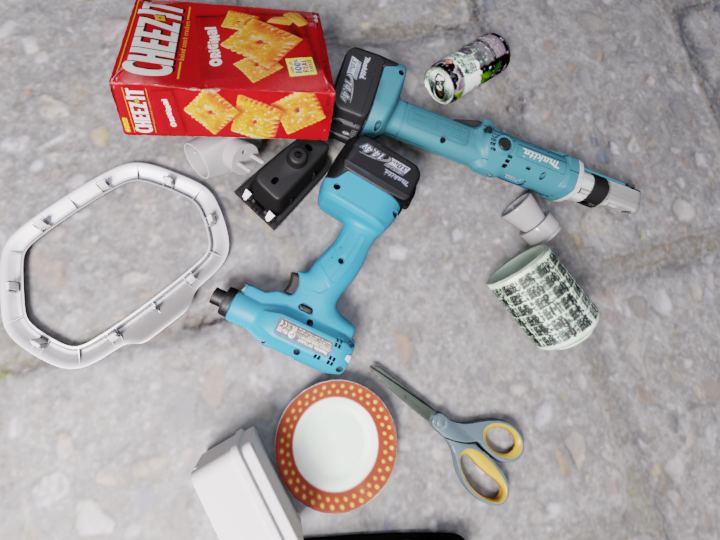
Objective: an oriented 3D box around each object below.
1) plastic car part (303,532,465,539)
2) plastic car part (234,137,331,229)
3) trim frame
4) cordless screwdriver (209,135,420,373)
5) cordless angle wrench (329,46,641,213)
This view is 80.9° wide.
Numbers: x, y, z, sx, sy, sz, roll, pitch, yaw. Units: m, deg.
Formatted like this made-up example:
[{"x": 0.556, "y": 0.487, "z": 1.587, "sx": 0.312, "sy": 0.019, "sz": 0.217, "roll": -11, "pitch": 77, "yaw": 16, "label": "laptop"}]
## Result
[{"x": 0.017, "y": 0.301, "z": 0.409, "sx": 0.200, "sy": 0.067, "sz": 0.067, "roll": -3, "pitch": 90, "yaw": -10, "label": "plastic car part"}, {"x": -0.080, "y": -0.113, "z": 0.481, "sx": 0.066, "sy": 0.071, "sz": 0.116, "roll": 43, "pitch": 78, "yaw": -4, "label": "plastic car part"}, {"x": -0.262, "y": -0.012, "z": 0.454, "sx": 0.246, "sy": 0.028, "sz": 0.185, "roll": -39, "pitch": 87, "yaw": -16, "label": "trim frame"}, {"x": -0.046, "y": -0.030, "z": 0.468, "sx": 0.158, "sy": 0.074, "sz": 0.249, "roll": 25, "pitch": 79, "yaw": -4, "label": "cordless screwdriver"}, {"x": 0.164, "y": -0.149, "z": 0.528, "sx": 0.417, "sy": 0.075, "sz": 0.098, "roll": 19, "pitch": 76, "yaw": -7, "label": "cordless angle wrench"}]
